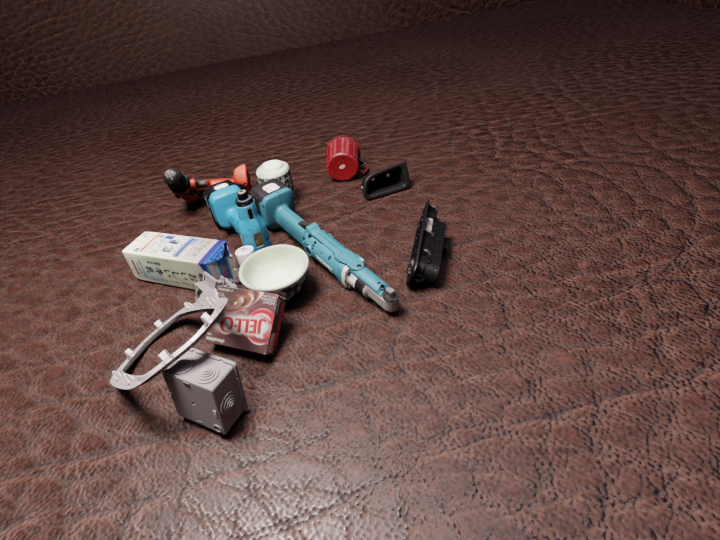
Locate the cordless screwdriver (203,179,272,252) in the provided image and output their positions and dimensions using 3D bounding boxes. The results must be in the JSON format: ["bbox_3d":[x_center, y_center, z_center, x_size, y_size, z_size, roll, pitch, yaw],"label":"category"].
[{"bbox_3d":[-0.257,-0.125,0.871,0.073,0.153,0.263,-24,38,-21],"label":"cordless screwdriver"}]

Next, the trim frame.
[{"bbox_3d":[-0.281,0.095,0.616,0.258,0.027,0.182,-14,30,51],"label":"trim frame"}]

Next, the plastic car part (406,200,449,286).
[{"bbox_3d":[0.121,-0.041,0.759,0.067,0.066,0.204,25,43,1],"label":"plastic car part"}]

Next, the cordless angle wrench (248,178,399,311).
[{"bbox_3d":[-0.078,-0.051,0.800,0.073,0.094,0.448,-29,46,-25],"label":"cordless angle wrench"}]

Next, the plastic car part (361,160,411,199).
[{"bbox_3d":[0.048,-0.212,0.991,0.115,0.064,0.074,-19,24,-7],"label":"plastic car part"}]
